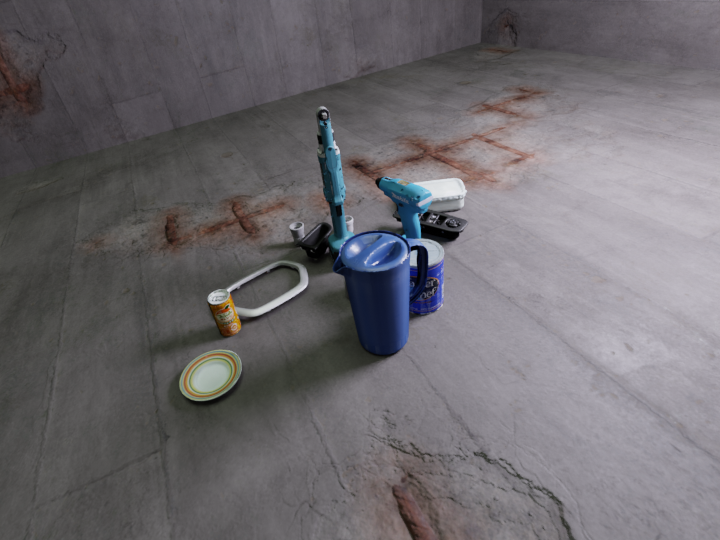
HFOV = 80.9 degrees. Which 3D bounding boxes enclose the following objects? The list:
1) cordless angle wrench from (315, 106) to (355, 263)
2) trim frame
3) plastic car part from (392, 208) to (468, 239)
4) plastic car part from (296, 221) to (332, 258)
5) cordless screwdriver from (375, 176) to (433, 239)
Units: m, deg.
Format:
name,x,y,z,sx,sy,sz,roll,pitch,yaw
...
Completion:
name,x,y,z,sx,sy,sz,roll,pitch,yaw
cordless angle wrench,-0.064,-0.197,1.053,0.074,0.407,0.102,-14,36,-9
trim frame,-0.249,0.044,1.104,0.243,0.026,0.195,-33,42,-26
plastic car part,0.194,-0.130,1.185,0.213,0.064,0.065,16,43,31
plastic car part,-0.117,-0.076,1.192,0.069,0.068,0.115,14,43,29
cordless screwdriver,0.103,-0.108,1.033,0.073,0.239,0.169,-28,40,-26
